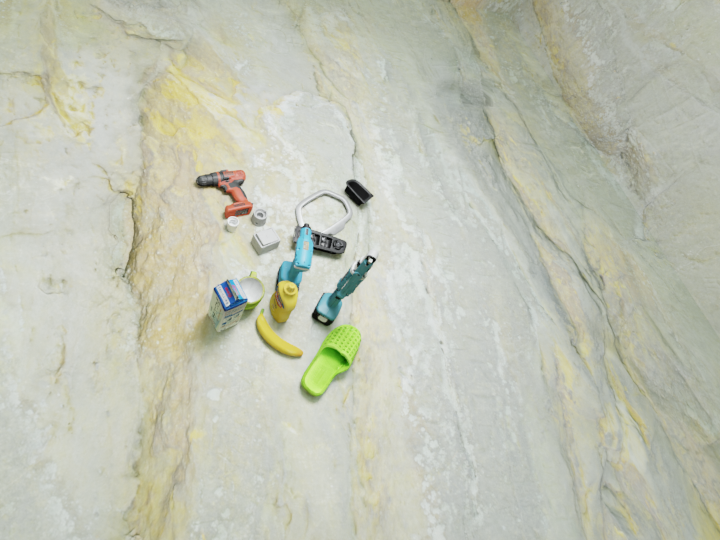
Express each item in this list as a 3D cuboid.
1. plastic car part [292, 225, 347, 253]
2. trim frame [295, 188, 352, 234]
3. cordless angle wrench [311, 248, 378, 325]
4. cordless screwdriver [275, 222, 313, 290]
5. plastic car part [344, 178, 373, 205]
[{"bbox_3d":[-0.149,-0.098,1.526,0.198,0.067,0.068,13,58,-13],"label":"plastic car part"},{"bbox_3d":[-0.139,-0.220,1.627,0.188,0.027,0.244,46,56,10],"label":"trim frame"},{"bbox_3d":[-0.042,0.047,1.260,0.074,0.424,0.098,32,55,-6],"label":"cordless angle wrench"},{"bbox_3d":[-0.206,-0.030,1.353,0.072,0.249,0.163,13,58,-18],"label":"cordless screwdriver"},{"bbox_3d":[-0.017,-0.307,1.698,0.118,0.071,0.065,44,55,7],"label":"plastic car part"}]
